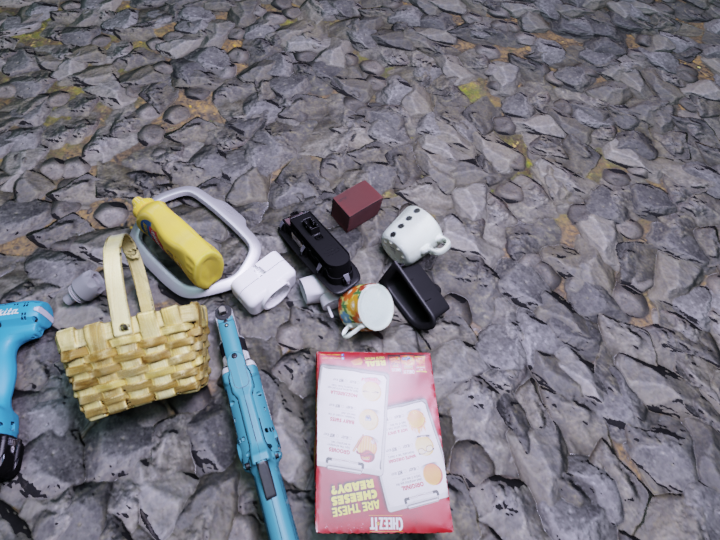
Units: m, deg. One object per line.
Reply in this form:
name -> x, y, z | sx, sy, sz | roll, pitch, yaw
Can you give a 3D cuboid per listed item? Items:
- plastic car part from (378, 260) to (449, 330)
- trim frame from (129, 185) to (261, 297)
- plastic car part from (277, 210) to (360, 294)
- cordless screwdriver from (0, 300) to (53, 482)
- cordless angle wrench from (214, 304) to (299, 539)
plastic car part -> 0.097, 0.037, 0.691 | 0.069, 0.065, 0.121 | -25, 67, -33
trim frame -> -0.289, -0.055, 0.742 | 0.258, 0.027, 0.182 | 37, 66, 19
plastic car part -> -0.068, -0.044, 0.695 | 0.064, 0.065, 0.214 | -20, 48, -25
cordless screwdriver -> -0.534, 0.162, 0.582 | 0.157, 0.072, 0.258 | -9, 57, -8
cordless angle wrench -> -0.133, 0.232, 0.555 | 0.073, 0.095, 0.442 | -17, 58, -15
